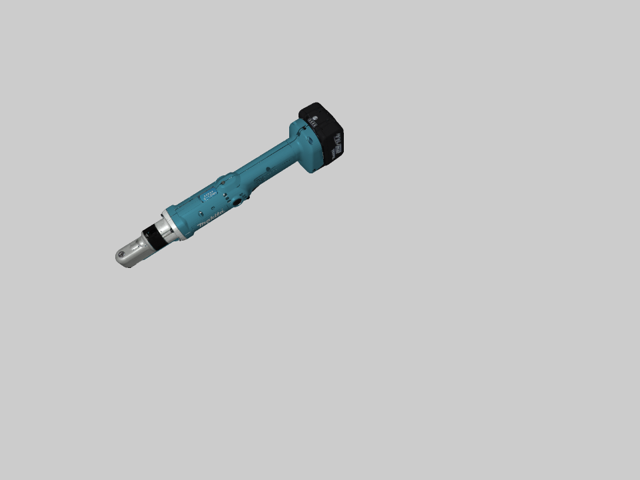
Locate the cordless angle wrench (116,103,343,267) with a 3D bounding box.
[{"bbox_3d":[-0.151,-0.082,0.713,0.422,0.074,0.098,-34,-21,-10],"label":"cordless angle wrench"}]
